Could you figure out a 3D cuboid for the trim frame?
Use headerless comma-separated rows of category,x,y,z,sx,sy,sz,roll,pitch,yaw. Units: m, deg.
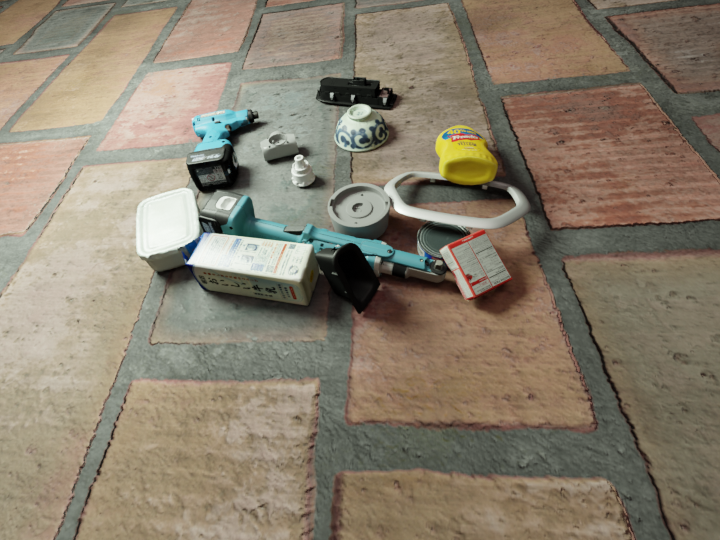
trim frame,0.164,-0.129,0.746,0.257,0.026,0.184,10,41,19

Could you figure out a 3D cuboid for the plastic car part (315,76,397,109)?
plastic car part,-0.018,-0.436,1.029,0.210,0.064,0.067,10,61,21

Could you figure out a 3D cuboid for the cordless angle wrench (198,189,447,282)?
cordless angle wrench,-0.070,-0.046,0.717,0.436,0.094,0.075,15,55,16

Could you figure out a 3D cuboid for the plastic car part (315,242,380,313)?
plastic car part,-0.029,0.001,0.659,0.075,0.111,0.066,6,48,43

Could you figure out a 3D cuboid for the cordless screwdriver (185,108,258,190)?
cordless screwdriver,-0.307,-0.290,0.958,0.159,0.071,0.259,-13,47,-1
